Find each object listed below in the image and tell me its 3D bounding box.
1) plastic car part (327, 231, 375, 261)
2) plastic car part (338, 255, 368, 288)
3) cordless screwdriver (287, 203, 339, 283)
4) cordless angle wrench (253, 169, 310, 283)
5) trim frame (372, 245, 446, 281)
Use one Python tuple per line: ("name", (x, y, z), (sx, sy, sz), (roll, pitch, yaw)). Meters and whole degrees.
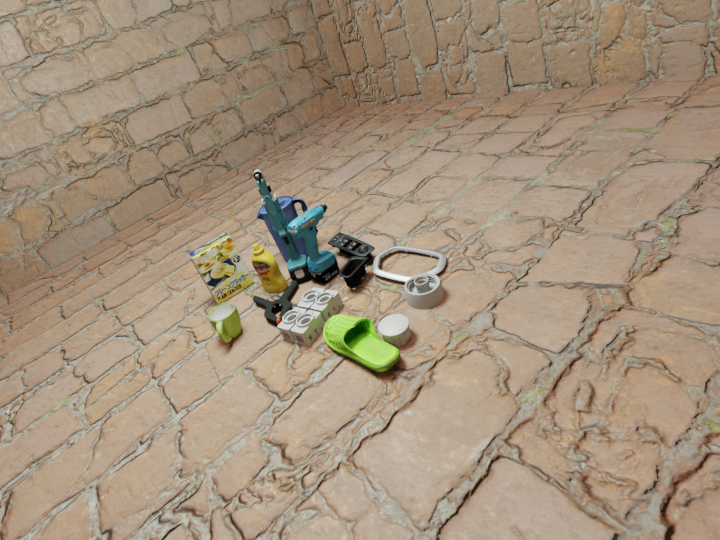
("plastic car part", (-0.028, -0.075, 1.499), (0.065, 0.064, 0.214), (-37, 34, -25))
("plastic car part", (-0.020, 0.013, 1.355), (0.069, 0.068, 0.116), (2, 38, 35))
("cordless screwdriver", (-0.139, -0.091, 1.423), (0.157, 0.239, 0.078), (-39, 34, -29))
("cordless angle wrench", (-0.267, -0.147, 1.428), (0.075, 0.406, 0.101), (-19, 28, 2))
("trim frame", (0.151, -0.024, 1.346), (0.262, 0.026, 0.182), (11, 44, 42))
